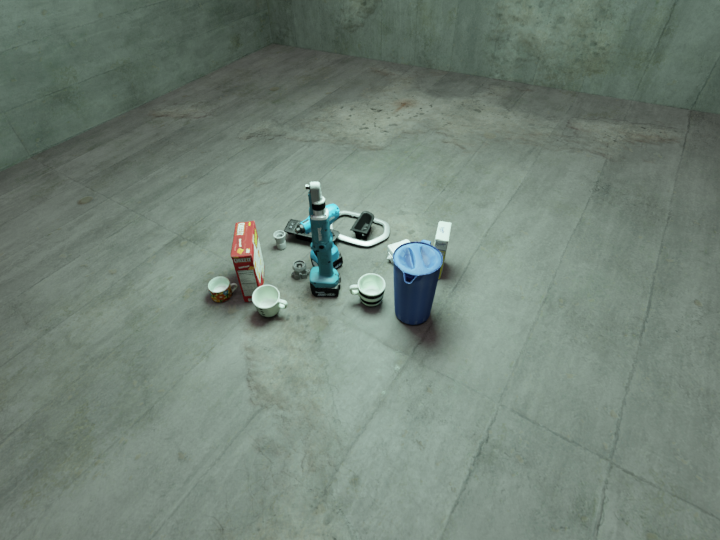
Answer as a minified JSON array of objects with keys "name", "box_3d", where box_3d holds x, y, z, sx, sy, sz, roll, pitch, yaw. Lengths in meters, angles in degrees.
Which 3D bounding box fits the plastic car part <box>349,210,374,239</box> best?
[{"name":"plastic car part","box_3d":[0.014,-0.158,1.564,0.068,0.068,0.116,14,47,18]}]

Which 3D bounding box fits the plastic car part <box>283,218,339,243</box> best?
[{"name":"plastic car part","box_3d":[-0.177,-0.131,1.561,0.209,0.064,0.067,11,46,17]}]

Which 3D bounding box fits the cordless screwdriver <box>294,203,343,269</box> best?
[{"name":"cordless screwdriver","box_3d":[-0.136,-0.089,1.387,0.156,0.240,0.078,-31,51,-27]}]

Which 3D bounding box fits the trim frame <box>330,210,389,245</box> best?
[{"name":"trim frame","box_3d":[-0.011,-0.163,1.602,0.258,0.026,0.184,15,48,21]}]

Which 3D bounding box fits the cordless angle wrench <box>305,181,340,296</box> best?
[{"name":"cordless angle wrench","box_3d":[-0.116,-0.086,1.261,0.099,0.408,0.076,1,44,3]}]
